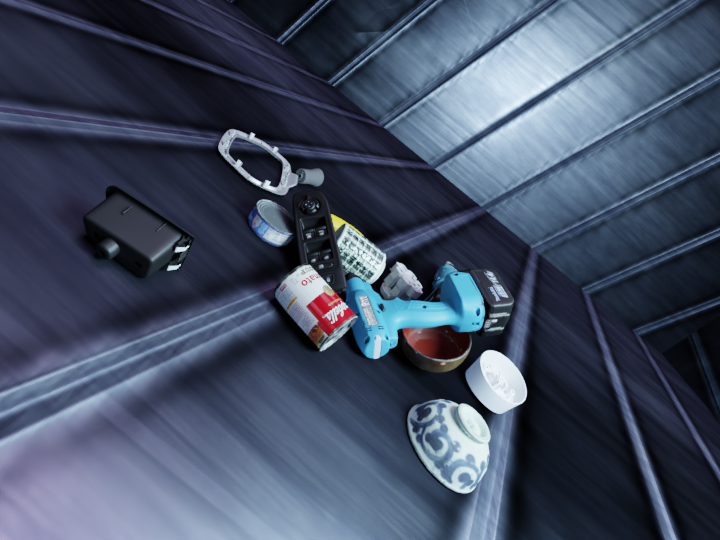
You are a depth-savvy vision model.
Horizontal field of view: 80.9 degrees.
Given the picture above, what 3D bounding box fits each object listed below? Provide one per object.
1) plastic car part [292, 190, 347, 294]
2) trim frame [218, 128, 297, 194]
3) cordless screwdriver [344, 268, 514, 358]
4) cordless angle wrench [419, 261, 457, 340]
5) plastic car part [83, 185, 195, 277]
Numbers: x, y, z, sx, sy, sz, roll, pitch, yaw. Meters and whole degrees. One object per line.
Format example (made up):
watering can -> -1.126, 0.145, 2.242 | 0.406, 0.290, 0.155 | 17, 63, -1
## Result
plastic car part -> -0.069, -0.045, 0.702 | 0.064, 0.067, 0.210 | 59, 15, -64
trim frame -> -0.218, -0.242, 0.923 | 0.178, 0.028, 0.256 | 31, 23, -21
cordless screwdriver -> 0.099, 0.047, 0.682 | 0.246, 0.072, 0.166 | -9, 42, -9
cordless angle wrench -> 0.184, 0.041, 0.930 | 0.075, 0.098, 0.418 | 39, 20, 2
plastic car part -> -0.258, -0.035, 0.474 | 0.115, 0.066, 0.071 | 33, 39, -7
